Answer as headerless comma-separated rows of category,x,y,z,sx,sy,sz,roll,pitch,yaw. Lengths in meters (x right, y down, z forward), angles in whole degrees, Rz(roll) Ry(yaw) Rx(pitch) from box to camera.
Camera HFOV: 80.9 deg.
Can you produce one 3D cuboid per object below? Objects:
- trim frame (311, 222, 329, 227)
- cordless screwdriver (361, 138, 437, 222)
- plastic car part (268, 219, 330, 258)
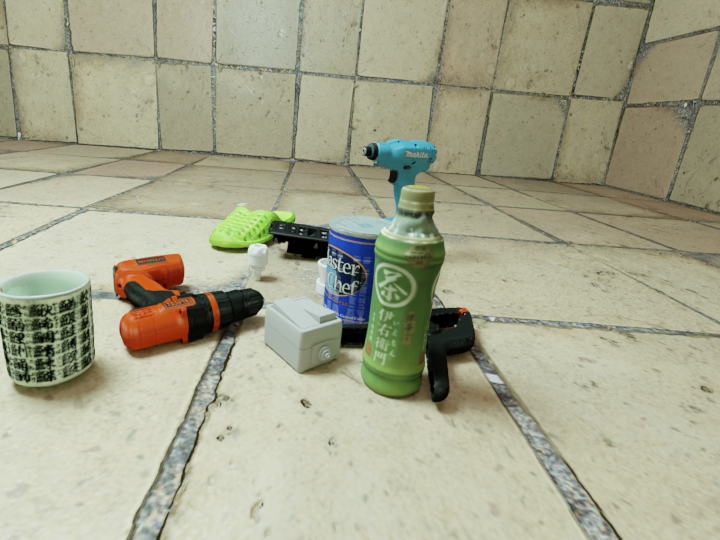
trim frame,-0.029,-0.082,0.999,0.238,0.027,0.195,-14,27,-42
cordless screwdriver,0.063,-0.137,0.853,0.153,0.245,0.078,-4,20,-27
plastic car part,-0.083,-0.055,0.853,0.202,0.066,0.067,4,19,-2
